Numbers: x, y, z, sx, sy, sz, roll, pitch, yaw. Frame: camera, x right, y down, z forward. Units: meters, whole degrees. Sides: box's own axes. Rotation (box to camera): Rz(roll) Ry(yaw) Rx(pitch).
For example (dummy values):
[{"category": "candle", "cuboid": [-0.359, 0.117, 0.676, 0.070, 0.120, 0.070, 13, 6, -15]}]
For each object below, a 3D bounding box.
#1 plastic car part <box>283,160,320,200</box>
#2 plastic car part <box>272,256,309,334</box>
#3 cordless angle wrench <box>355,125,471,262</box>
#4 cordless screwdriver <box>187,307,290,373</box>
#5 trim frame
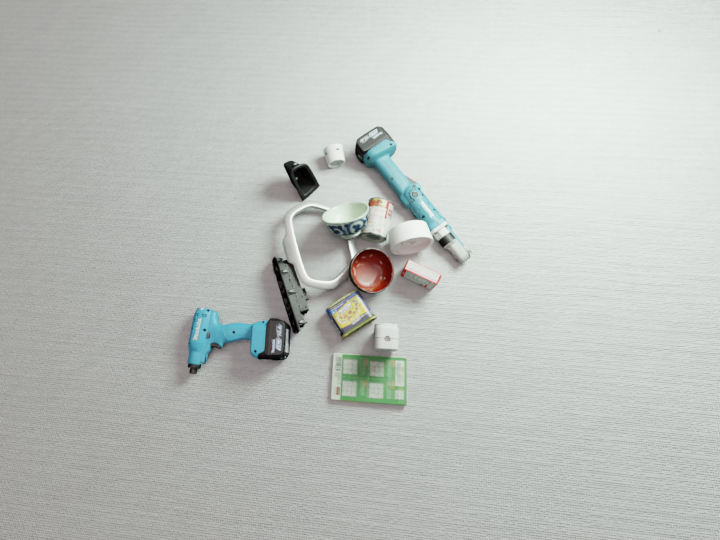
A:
[{"category": "plastic car part", "cuboid": [-0.169, -0.256, 1.137, 0.066, 0.111, 0.075, -44, 55, -10]}, {"category": "plastic car part", "cuboid": [-0.173, 0.051, 1.062, 0.066, 0.065, 0.208, -21, 73, -14]}, {"category": "cordless angle wrench", "cuboid": [0.139, -0.193, 1.113, 0.097, 0.073, 0.434, -34, 76, -7]}, {"category": "cordless screwdriver", "cuboid": [-0.299, 0.182, 1.027, 0.253, 0.072, 0.161, 5, 74, 9]}, {"category": "trim frame", "cuboid": [-0.107, -0.070, 1.093, 0.180, 0.027, 0.254, -13, 74, -17]}]
